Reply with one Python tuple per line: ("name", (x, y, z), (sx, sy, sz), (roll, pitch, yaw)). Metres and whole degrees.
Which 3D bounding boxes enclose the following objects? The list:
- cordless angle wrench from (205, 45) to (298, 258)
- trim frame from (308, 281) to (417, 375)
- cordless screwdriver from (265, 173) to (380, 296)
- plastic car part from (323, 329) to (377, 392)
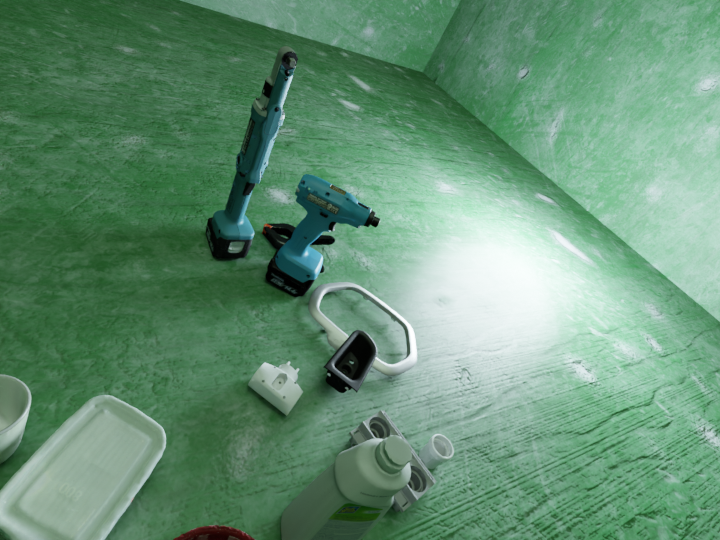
("cordless angle wrench", (-0.198, -0.197, 0.773), (0.071, 0.421, 0.103), (0, 46, -35))
("trim frame", (0.006, 0.110, 0.856), (0.255, 0.027, 0.180), (37, 38, 13))
("cordless screwdriver", (-0.080, -0.052, 0.815), (0.159, 0.247, 0.075), (28, 36, -2))
("plastic car part", (-0.020, 0.166, 0.736), (0.067, 0.070, 0.115), (35, 37, 7))
